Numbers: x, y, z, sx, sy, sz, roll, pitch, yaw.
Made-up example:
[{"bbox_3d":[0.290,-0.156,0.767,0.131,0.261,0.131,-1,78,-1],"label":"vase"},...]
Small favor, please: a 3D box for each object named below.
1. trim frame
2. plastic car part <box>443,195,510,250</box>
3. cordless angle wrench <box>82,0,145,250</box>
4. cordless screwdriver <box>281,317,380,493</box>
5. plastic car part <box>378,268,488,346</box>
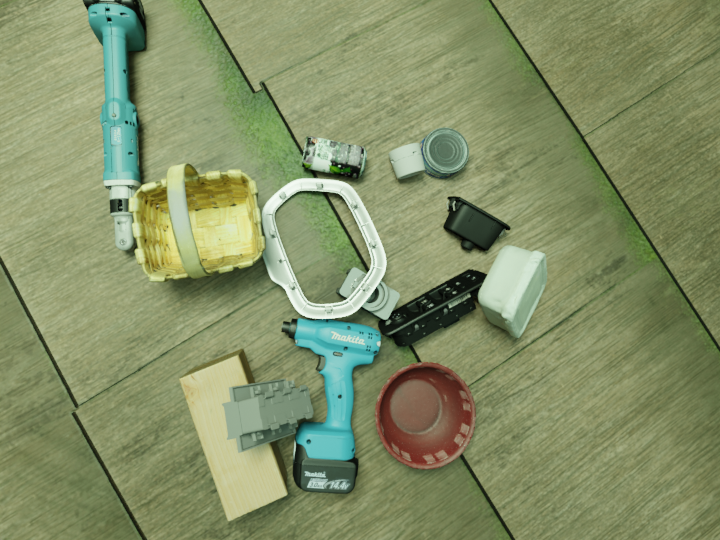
[{"bbox_3d":[-0.067,-0.044,0.682,0.185,0.027,0.255,-24,73,2],"label":"trim frame"},{"bbox_3d":[0.193,-0.072,0.729,0.115,0.067,0.071,32,97,-6],"label":"plastic car part"},{"bbox_3d":[-0.385,-0.242,0.678,0.073,0.099,0.424,-3,87,-12],"label":"cordless angle wrench"},{"bbox_3d":[-0.064,0.201,0.663,0.158,0.074,0.251,10,79,-5],"label":"cordless screwdriver"},{"bbox_3d":[0.123,0.067,0.705,0.201,0.069,0.065,-24,114,-9],"label":"plastic car part"}]
